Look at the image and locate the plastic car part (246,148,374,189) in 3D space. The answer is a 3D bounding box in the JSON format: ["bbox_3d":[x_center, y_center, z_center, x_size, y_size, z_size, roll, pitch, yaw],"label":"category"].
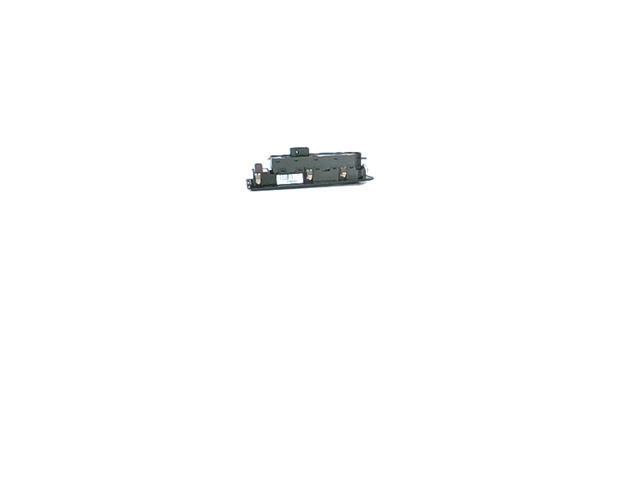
[{"bbox_3d":[-0.016,-0.114,0.678,0.202,0.067,0.066,-1,5,-12],"label":"plastic car part"}]
